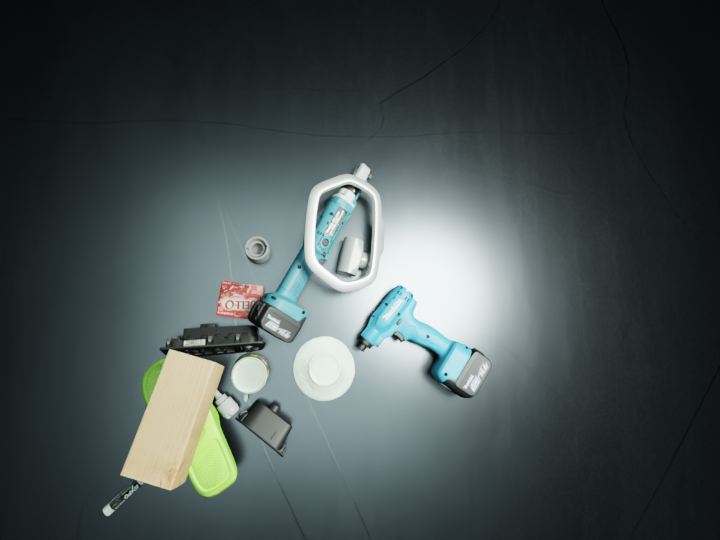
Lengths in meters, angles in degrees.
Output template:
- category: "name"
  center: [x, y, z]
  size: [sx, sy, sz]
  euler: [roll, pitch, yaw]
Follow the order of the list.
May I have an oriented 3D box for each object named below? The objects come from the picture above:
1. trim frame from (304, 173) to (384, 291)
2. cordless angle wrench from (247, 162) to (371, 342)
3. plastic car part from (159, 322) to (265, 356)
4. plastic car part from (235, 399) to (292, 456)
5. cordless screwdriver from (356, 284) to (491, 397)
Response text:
- category: "trim frame"
  center: [-0.028, -0.080, 0.871]
  size: [0.178, 0.028, 0.251]
  euler: [6, 77, -20]
- category: "cordless angle wrench"
  center: [-0.087, -0.057, 0.894]
  size: [0.093, 0.078, 0.423]
  euler: [37, 72, -29]
- category: "plastic car part"
  center: [-0.293, 0.142, 0.859]
  size: [0.202, 0.064, 0.069]
  euler: [0, 55, -2]
- category: "plastic car part"
  center: [-0.181, 0.302, 0.836]
  size: [0.118, 0.065, 0.070]
  euler: [39, 64, 6]
- category: "cordless screwdriver"
  center: [0.125, 0.165, 0.867]
  size: [0.253, 0.073, 0.159]
  euler: [39, 80, 8]
